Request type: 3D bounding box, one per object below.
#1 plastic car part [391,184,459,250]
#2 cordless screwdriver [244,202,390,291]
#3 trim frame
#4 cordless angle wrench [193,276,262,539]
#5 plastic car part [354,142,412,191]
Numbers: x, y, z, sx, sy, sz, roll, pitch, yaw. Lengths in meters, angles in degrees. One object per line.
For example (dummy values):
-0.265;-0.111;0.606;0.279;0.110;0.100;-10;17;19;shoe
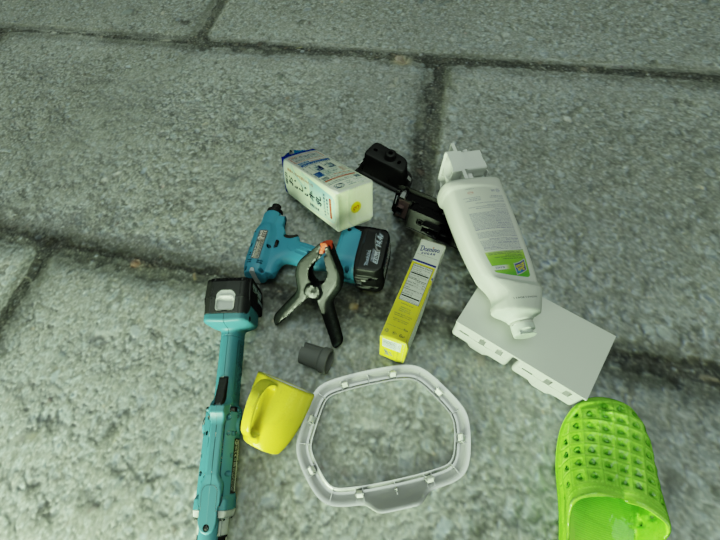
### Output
0.146;-0.079;0.731;0.209;0.065;0.066;24;38;14;plastic car part
-0.073;-0.048;0.747;0.254;0.071;0.162;4;59;13;cordless screwdriver
0.031;0.232;0.598;0.248;0.026;0.191;-11;60;-2;trim frame
-0.197;0.219;0.604;0.075;0.095;0.434;-3;64;2;cordless angle wrench
0.052;-0.209;0.825;0.122;0.068;0.065;34;69;25;plastic car part
